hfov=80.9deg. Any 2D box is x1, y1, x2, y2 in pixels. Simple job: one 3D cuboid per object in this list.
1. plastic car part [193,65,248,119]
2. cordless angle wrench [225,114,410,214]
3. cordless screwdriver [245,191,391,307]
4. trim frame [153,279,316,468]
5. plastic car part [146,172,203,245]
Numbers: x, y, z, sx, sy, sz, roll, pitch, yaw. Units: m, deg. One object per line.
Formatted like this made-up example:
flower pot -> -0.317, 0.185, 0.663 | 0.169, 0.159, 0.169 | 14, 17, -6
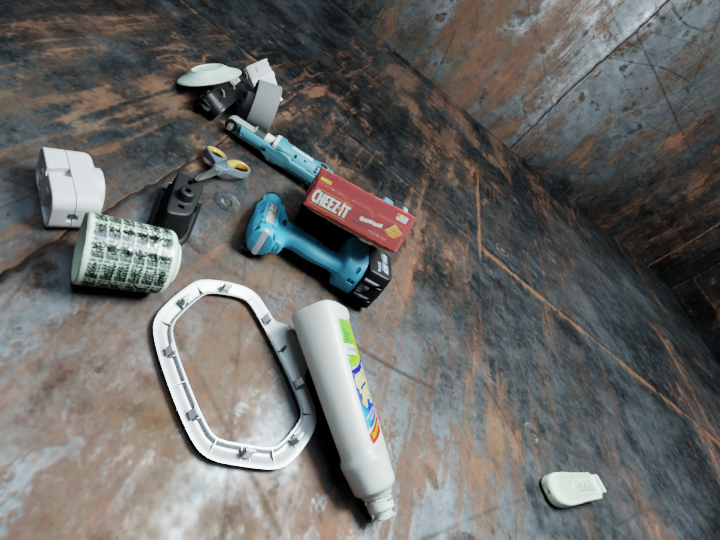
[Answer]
plastic car part -> -0.284, -0.364, 0.881 | 0.064, 0.068, 0.205 | 59, 25, -26
cordless angle wrench -> -0.088, -0.193, 0.872 | 0.414, 0.075, 0.099 | 31, 35, -11
cordless screwdriver -> -0.070, -0.046, 0.720 | 0.242, 0.074, 0.164 | 26, 30, -16
trim frame -> -0.144, 0.111, 0.511 | 0.176, 0.028, 0.258 | -5, 53, -48
plastic car part -> -0.252, -0.092, 0.592 | 0.063, 0.071, 0.121 | 24, 35, -26
